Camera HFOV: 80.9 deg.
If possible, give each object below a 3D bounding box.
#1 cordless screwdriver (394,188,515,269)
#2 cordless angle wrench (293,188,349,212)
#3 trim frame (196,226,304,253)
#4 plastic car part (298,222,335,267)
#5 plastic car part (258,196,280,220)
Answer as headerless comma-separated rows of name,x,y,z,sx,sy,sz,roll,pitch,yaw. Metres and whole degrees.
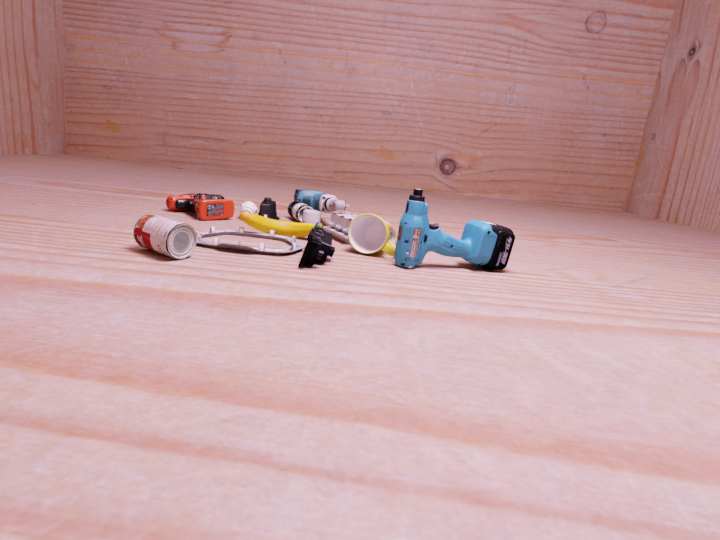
cordless screwdriver,0.196,-0.081,0.881,0.242,0.157,0.077,4,14,-17
cordless angle wrench,-0.123,-0.208,1.292,0.095,0.074,0.438,1,10,-19
trim frame,-0.246,-0.069,0.925,0.251,0.027,0.185,8,16,3
plastic car part,-0.085,-0.056,0.869,0.066,0.066,0.207,14,14,-10
plastic car part,-0.268,-0.176,1.220,0.066,0.070,0.118,4,12,-5
